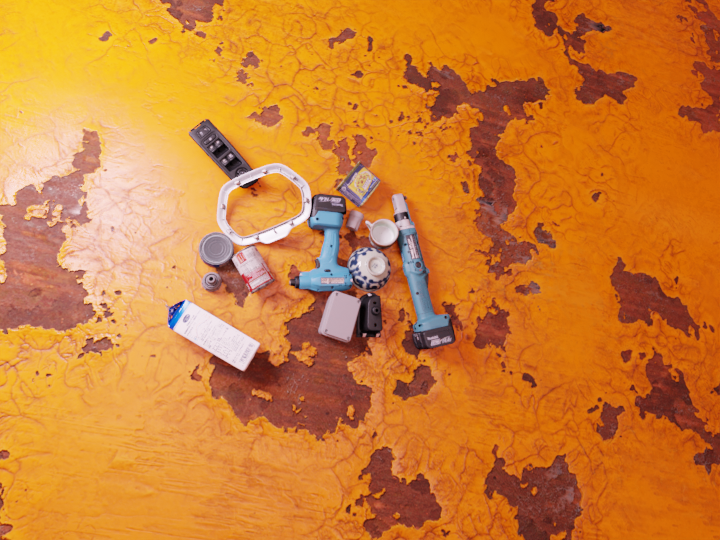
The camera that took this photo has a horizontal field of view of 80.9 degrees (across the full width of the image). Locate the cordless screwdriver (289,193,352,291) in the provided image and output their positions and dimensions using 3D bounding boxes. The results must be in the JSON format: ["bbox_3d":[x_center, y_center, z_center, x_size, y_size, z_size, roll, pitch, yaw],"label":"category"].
[{"bbox_3d":[-0.107,-0.070,1.090,0.156,0.075,0.251,-1,81,-13],"label":"cordless screwdriver"}]

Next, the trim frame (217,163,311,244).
[{"bbox_3d":[-0.244,-0.162,1.063,0.249,0.028,0.182,-21,96,1],"label":"trim frame"}]

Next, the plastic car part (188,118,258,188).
[{"bbox_3d":[-0.351,-0.287,1.089,0.201,0.068,0.066,46,64,-4],"label":"plastic car part"}]

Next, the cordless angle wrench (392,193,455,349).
[{"bbox_3d":[0.146,-0.008,1.133,0.096,0.075,0.430,-9,77,-16],"label":"cordless angle wrench"}]

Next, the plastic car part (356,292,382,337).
[{"bbox_3d":[0.030,0.112,1.076,0.064,0.072,0.118,3,80,-16],"label":"plastic car part"}]
